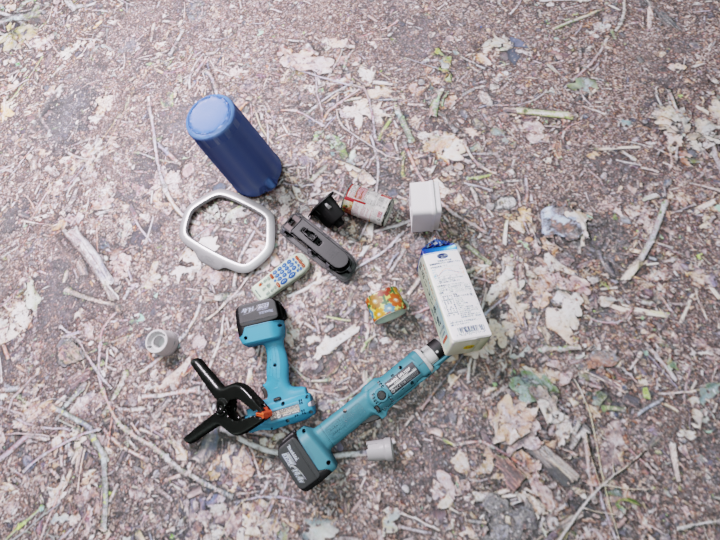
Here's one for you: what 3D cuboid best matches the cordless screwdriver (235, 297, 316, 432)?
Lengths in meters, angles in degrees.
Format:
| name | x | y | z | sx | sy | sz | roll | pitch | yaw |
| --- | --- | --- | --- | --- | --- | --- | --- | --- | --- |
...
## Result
| name | x | y | z | sx | sy | sz | roll | pitch | yaw |
| --- | --- | --- | --- | --- | --- | --- | --- | --- | --- |
| cordless screwdriver | -0.199 | 0.191 | 0.854 | 0.159 | 0.072 | 0.255 | -19 | 74 | 1 |

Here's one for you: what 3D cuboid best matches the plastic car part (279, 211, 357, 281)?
| name | x | y | z | sx | sy | sz | roll | pitch | yaw |
| --- | --- | --- | --- | --- | --- | --- | --- | --- | --- |
| plastic car part | -0.091 | -0.060 | 0.931 | 0.209 | 0.065 | 0.066 | 40 | 73 | 15 |

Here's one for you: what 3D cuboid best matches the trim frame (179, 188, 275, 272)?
| name | x | y | z | sx | sy | sz | roll | pitch | yaw |
| --- | --- | --- | --- | --- | --- | --- | --- | --- | --- |
| trim frame | -0.311 | -0.093 | 0.990 | 0.255 | 0.027 | 0.184 | 25 | 76 | 13 |

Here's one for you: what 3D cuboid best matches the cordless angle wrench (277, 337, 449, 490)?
| name | x | y | z | sx | sy | sz | roll | pitch | yaw |
| --- | --- | --- | --- | --- | --- | --- | --- | --- | --- |
| cordless angle wrench | 0.038 | 0.239 | 0.806 | 0.420 | 0.073 | 0.100 | -36 | 78 | -8 |

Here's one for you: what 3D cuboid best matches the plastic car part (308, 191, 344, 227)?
| name | x | y | z | sx | sy | sz | roll | pitch | yaw |
| --- | --- | --- | --- | --- | --- | --- | --- | --- | --- |
| plastic car part | -0.067 | -0.124 | 0.928 | 0.066 | 0.118 | 0.070 | -43 | 99 | -8 |
